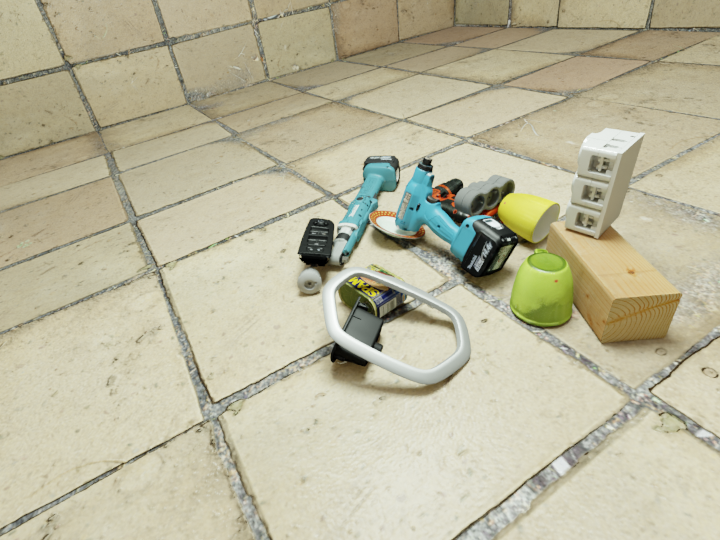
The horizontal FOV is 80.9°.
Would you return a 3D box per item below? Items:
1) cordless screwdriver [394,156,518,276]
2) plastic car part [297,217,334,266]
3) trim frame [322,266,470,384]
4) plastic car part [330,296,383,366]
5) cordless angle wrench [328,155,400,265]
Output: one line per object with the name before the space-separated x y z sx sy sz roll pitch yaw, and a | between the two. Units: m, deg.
cordless screwdriver | 0.179 -0.107 0.820 0.071 0.157 0.263 -9 37 -39
plastic car part | -0.090 -0.059 0.916 0.067 0.065 0.208 -3 31 2
trim frame | 0.054 0.078 0.671 0.254 0.027 0.184 22 48 10
plastic car part | 0.003 0.112 0.682 0.072 0.064 0.117 16 44 10
cordless angle wrench | 0.005 -0.152 1.024 0.101 0.071 0.425 4 41 19
